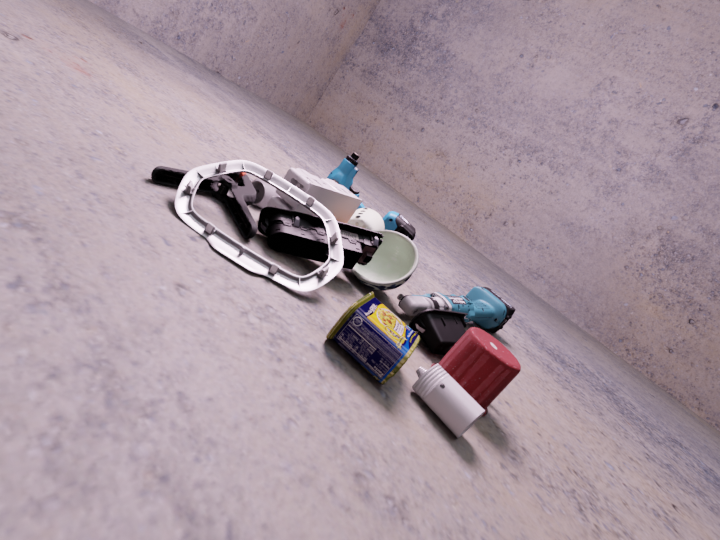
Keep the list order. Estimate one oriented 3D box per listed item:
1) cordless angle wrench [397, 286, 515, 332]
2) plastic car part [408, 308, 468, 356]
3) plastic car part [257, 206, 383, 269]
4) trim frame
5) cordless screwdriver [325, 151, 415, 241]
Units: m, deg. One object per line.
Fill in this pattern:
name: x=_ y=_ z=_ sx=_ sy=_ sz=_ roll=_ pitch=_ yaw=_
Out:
cordless angle wrench: x=0.196 y=0.076 z=0.851 sx=0.401 sy=0.074 sz=0.103 roll=8 pitch=31 yaw=-52
plastic car part: x=0.131 y=0.105 z=0.664 sx=0.110 sy=0.066 sz=0.074 roll=11 pitch=42 yaw=-47
plastic car part: x=-0.064 y=-0.042 z=0.653 sx=0.197 sy=0.066 sz=0.069 roll=17 pitch=47 yaw=-17
trim frame: x=-0.130 y=-0.070 z=0.581 sx=0.247 sy=0.027 sz=0.185 roll=33 pitch=47 yaw=-3
cordless screwdriver: x=0.023 y=-0.149 z=0.992 sx=0.251 sy=0.159 sz=0.073 roll=38 pitch=16 yaw=5
